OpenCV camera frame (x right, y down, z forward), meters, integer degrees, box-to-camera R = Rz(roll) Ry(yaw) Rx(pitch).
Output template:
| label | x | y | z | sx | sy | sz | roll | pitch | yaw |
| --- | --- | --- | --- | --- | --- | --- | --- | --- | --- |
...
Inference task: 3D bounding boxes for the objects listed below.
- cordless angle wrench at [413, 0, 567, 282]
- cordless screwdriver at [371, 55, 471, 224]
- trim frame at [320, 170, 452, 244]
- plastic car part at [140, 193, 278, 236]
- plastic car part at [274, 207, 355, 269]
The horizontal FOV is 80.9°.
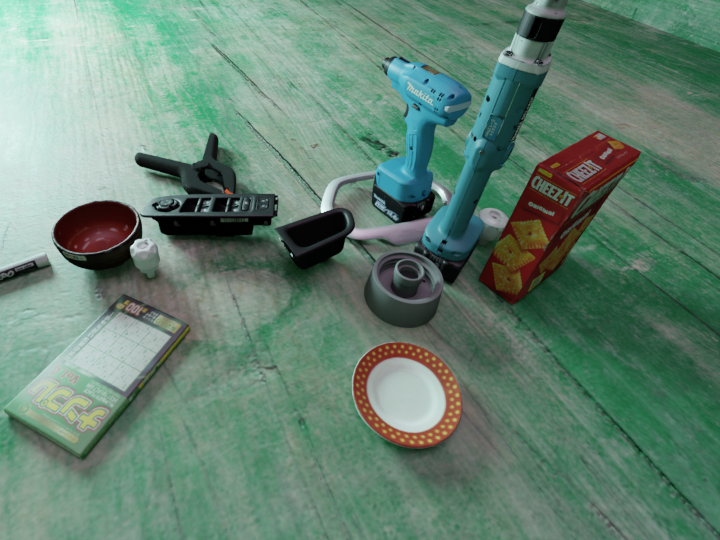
| label | x | y | z | sx | sy | sz | roll | pitch | yaw |
| --- | --- | --- | --- | --- | --- | --- | --- | --- | --- |
| cordless angle wrench | 0.161 | -0.157 | 0.529 | 0.077 | 0.413 | 0.097 | 31 | 48 | 16 |
| cordless screwdriver | 0.072 | -0.208 | 0.686 | 0.072 | 0.243 | 0.167 | -22 | 54 | -29 |
| trim frame | 0.049 | -0.118 | 0.747 | 0.243 | 0.027 | 0.193 | -12 | 49 | -18 |
| plastic car part | -0.230 | -0.085 | 0.655 | 0.201 | 0.065 | 0.068 | 2 | 46 | -5 |
| plastic car part | -0.062 | -0.040 | 0.629 | 0.113 | 0.069 | 0.069 | -22 | 54 | -26 |
